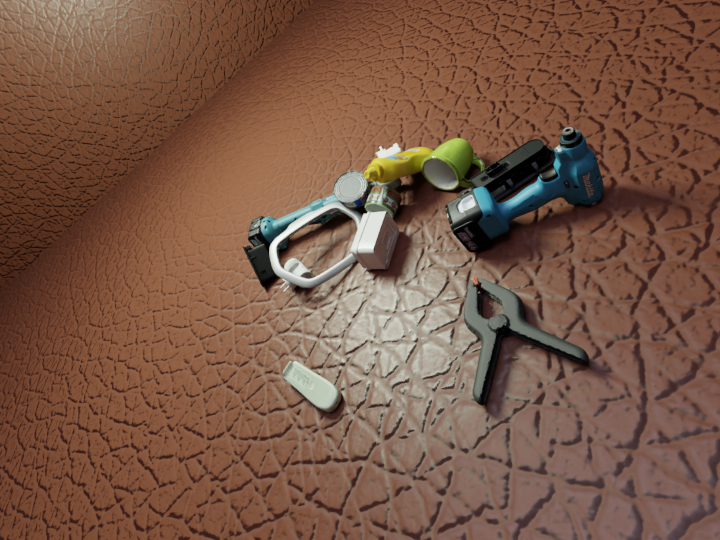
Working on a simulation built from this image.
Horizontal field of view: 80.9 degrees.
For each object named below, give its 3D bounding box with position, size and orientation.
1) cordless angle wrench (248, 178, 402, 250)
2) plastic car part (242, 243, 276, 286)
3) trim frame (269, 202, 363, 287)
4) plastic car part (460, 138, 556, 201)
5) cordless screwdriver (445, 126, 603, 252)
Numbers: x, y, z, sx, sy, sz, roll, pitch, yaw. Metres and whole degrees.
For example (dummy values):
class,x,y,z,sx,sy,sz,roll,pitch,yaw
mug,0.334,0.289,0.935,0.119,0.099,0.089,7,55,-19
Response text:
class,x,y,z,sx,sy,sz,roll,pitch,yaw
cordless angle wrench,-0.096,-0.155,1.092,0.432,0.093,0.077,-20,41,20
plastic car part,-0.251,-0.023,1.105,0.071,0.117,0.066,-30,-2,-5
trim frame,-0.098,-0.064,0.998,0.247,0.026,0.192,-36,66,-7
plastic car part,0.288,-0.195,0.843,0.205,0.064,0.069,-30,35,11
cordless screwdriver,0.272,-0.136,0.732,0.255,0.150,0.077,-23,43,24
